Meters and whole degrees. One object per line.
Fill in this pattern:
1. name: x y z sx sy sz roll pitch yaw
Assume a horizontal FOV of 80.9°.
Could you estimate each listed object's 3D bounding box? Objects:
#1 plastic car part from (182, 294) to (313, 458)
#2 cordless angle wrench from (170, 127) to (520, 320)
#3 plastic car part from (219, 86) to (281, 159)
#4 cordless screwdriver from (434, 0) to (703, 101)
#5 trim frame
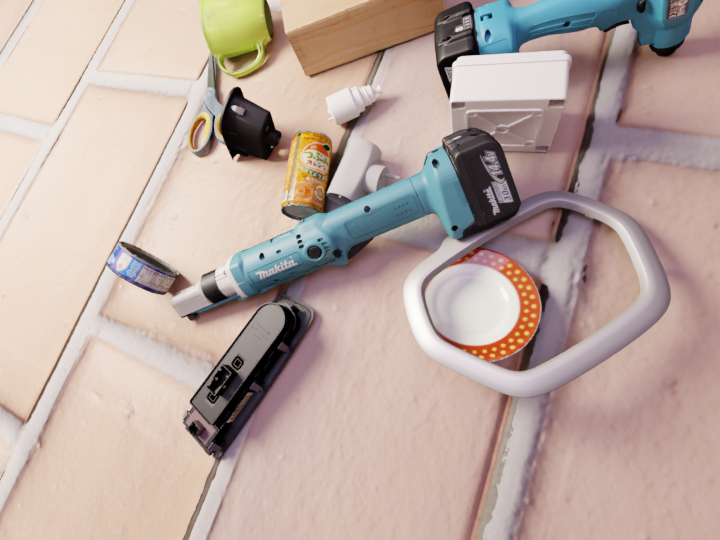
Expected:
1. plastic car part: -0.136 0.111 0.485 0.070 0.064 0.203 33 82 30
2. cordless angle wrench: -0.048 -0.031 0.490 0.430 0.095 0.076 -22 23 15
3. plastic car part: -0.141 -0.186 0.566 0.071 0.116 0.066 25 81 -4
4. cordless screwdriver: 0.218 -0.258 0.467 0.258 0.150 0.076 -8 68 30
5. trim frame: 0.163 0.011 0.413 0.248 0.026 0.194 -33 56 -4
